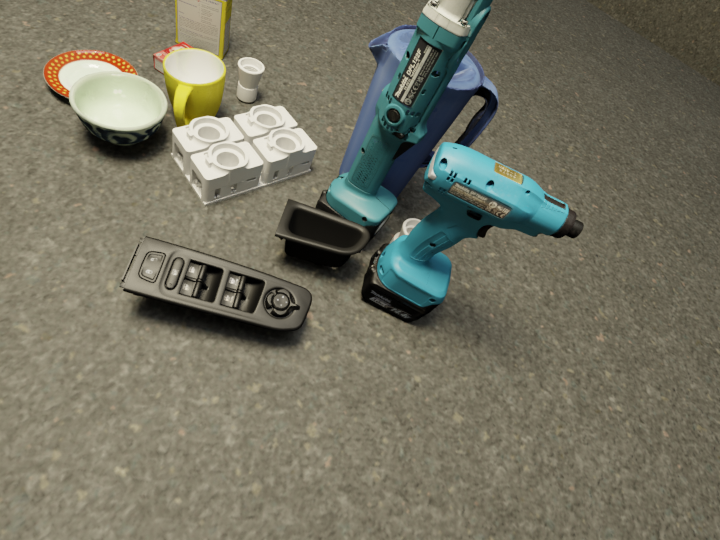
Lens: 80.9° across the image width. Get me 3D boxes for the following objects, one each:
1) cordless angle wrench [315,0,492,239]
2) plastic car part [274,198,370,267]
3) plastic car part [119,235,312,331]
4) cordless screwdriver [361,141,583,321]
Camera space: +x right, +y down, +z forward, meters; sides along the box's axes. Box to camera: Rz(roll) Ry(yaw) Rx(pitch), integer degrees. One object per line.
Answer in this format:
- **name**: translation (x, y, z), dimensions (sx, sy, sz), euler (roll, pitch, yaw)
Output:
- **cordless angle wrench**: translation (0.051, -0.182, 0.478), dimensions (0.099, 0.421, 0.073), euler (41, 52, 6)
- **plastic car part**: translation (-0.055, -0.036, 0.560), dimensions (0.115, 0.070, 0.067), euler (20, 52, -6)
- **plastic car part**: translation (-0.157, 0.029, 0.481), dimensions (0.200, 0.066, 0.068), euler (15, 53, -9)
- **cordless screwdriver**: translation (0.108, -0.023, 0.494), dimensions (0.159, 0.248, 0.075), euler (28, 52, -3)
